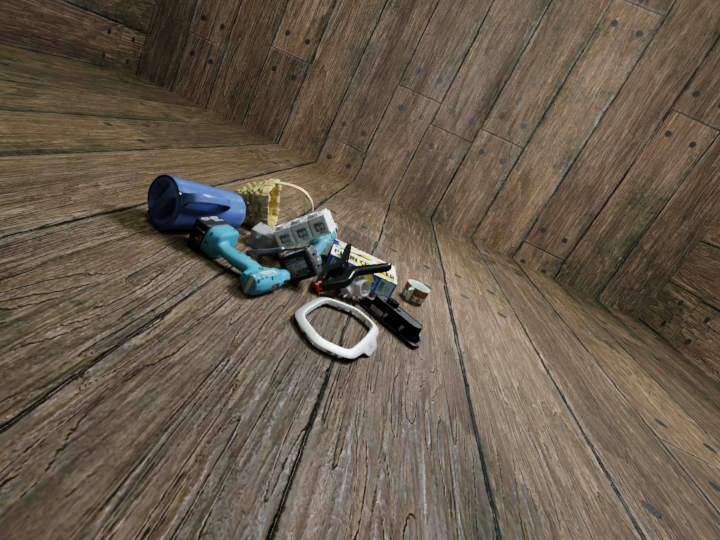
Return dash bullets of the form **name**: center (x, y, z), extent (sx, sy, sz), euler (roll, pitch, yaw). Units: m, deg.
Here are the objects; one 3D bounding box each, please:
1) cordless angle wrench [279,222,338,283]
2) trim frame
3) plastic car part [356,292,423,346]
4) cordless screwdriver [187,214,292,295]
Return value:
- **cordless angle wrench**: center (-0.121, -0.079, 1.236), extent (0.423, 0.100, 0.073), euler (-64, 134, -68)
- **trim frame**: center (-0.047, 0.125, 0.948), extent (0.190, 0.027, 0.242), euler (29, 17, 14)
- **plastic car part**: center (0.086, 0.116, 1.093), extent (0.214, 0.067, 0.063), euler (42, 17, 34)
- **cordless screwdriver**: center (-0.284, -0.037, 1.013), extent (0.259, 0.074, 0.153), euler (37, 21, 20)
